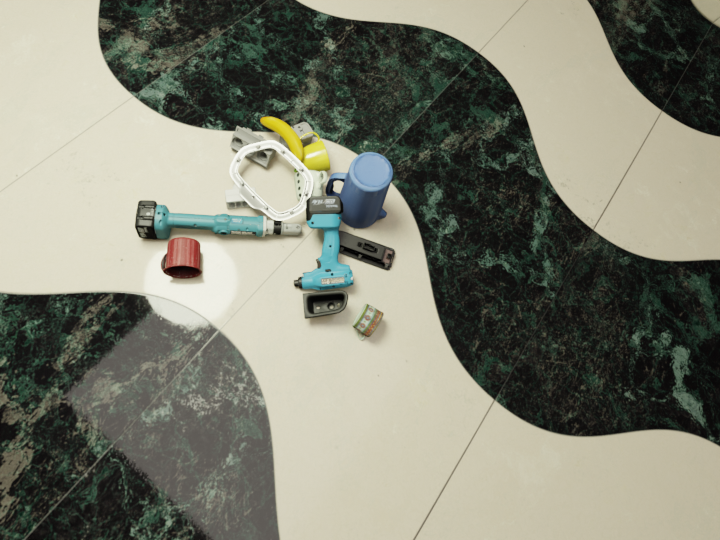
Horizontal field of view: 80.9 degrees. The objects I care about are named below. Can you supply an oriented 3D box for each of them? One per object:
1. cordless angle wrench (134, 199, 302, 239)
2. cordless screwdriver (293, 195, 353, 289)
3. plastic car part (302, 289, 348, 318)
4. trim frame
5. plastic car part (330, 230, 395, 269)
[{"bbox_3d":[-0.363,-0.122,1.120,0.414,0.098,0.076,2,69,-13],"label":"cordless angle wrench"},{"bbox_3d":[-0.109,-0.071,1.115,0.160,0.075,0.247,-6,95,1],"label":"cordless screwdriver"},{"bbox_3d":[-0.087,0.090,1.098,0.117,0.069,0.067,-7,74,3],"label":"plastic car part"},{"bbox_3d":[-0.242,-0.249,1.151,0.183,0.027,0.252,-44,83,-6],"label":"trim frame"},{"bbox_3d":[0.000,-0.064,1.176,0.203,0.067,0.066,19,84,0],"label":"plastic car part"}]
